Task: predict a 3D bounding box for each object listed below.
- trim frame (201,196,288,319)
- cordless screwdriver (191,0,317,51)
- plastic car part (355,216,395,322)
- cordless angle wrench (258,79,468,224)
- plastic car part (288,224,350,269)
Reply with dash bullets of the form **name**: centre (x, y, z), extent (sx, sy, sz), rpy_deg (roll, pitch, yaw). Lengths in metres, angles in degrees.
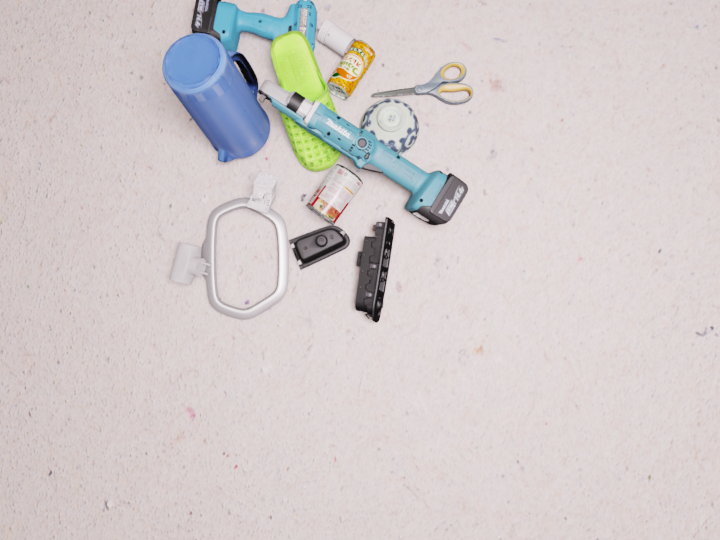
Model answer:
- **trim frame**: centre (-0.237, -0.026, 0.859), extent (0.185, 0.027, 0.249), rpy_deg (-3, 87, 3)
- **cordless screwdriver**: centre (-0.217, -0.480, 0.874), extent (0.249, 0.074, 0.160), rpy_deg (4, 87, 1)
- **plastic car part**: centre (0.025, -0.001, 0.818), extent (0.069, 0.064, 0.204), rpy_deg (4, 86, 12)
- **cordless angle wrench**: centre (-0.002, -0.230, 0.790), extent (0.418, 0.075, 0.098), rpy_deg (32, 89, -6)
- **plastic car part**: centre (-0.081, -0.053, 0.827), extent (0.117, 0.070, 0.066), rpy_deg (-23, 88, 4)
